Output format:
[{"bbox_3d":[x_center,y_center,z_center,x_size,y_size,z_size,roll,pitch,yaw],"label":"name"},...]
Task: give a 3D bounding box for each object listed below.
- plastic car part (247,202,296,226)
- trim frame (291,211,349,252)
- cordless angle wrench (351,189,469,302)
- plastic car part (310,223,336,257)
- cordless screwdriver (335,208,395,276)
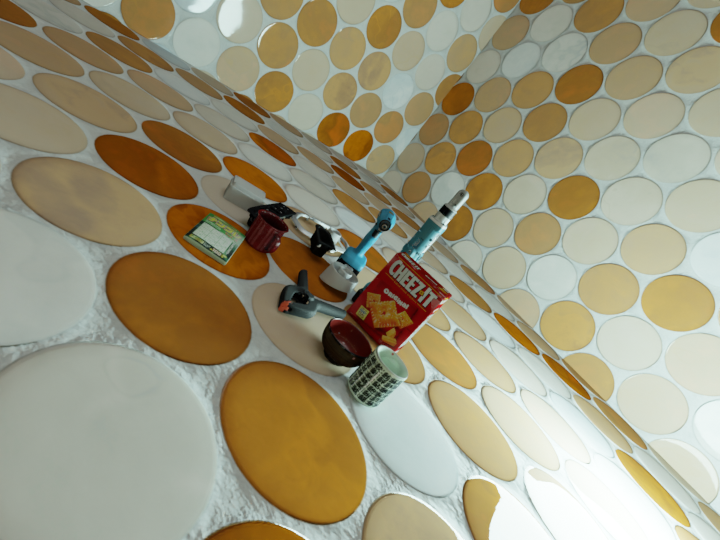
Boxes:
[{"bbox_3d":[-0.266,-0.156,1.219,0.068,0.067,0.198,41,19,8],"label":"plastic car part"},{"bbox_3d":[-0.136,-0.127,1.452,0.236,0.027,0.193,26,22,-31],"label":"trim frame"},{"bbox_3d":[0.140,-0.048,1.142,0.077,0.424,0.094,46,20,18],"label":"cordless angle wrench"},{"bbox_3d":[-0.127,-0.083,1.295,0.063,0.071,0.121,29,21,-27],"label":"plastic car part"},{"bbox_3d":[0.012,-0.069,1.234,0.074,0.249,0.159,38,19,-6],"label":"cordless screwdriver"}]
